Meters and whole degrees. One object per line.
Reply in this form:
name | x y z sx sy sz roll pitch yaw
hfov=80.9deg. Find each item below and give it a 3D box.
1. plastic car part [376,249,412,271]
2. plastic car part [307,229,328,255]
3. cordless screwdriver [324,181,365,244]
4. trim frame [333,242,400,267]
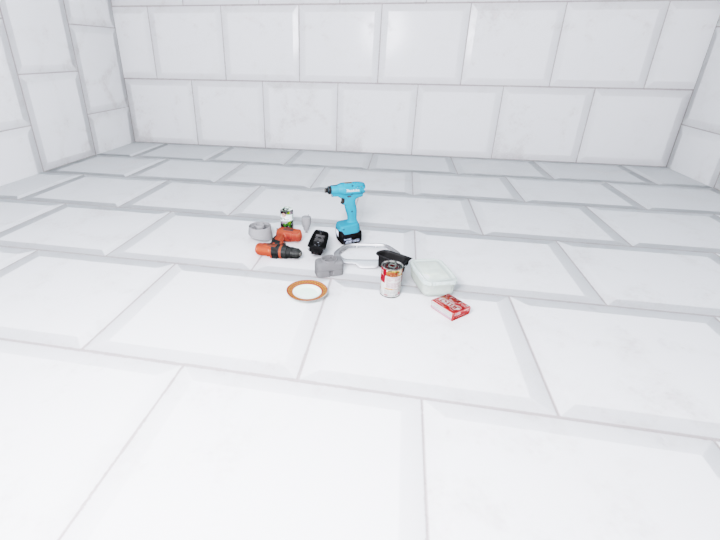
plastic car part | 0.110 -0.023 1.464 0.122 0.069 0.064 19 31 31
plastic car part | -0.158 -0.104 1.621 0.067 0.065 0.207 2 27 1
cordless screwdriver | -0.066 -0.226 1.666 0.156 0.243 0.078 -6 26 -16
trim frame | 0.024 -0.060 1.581 0.249 0.027 0.188 1 27 1
